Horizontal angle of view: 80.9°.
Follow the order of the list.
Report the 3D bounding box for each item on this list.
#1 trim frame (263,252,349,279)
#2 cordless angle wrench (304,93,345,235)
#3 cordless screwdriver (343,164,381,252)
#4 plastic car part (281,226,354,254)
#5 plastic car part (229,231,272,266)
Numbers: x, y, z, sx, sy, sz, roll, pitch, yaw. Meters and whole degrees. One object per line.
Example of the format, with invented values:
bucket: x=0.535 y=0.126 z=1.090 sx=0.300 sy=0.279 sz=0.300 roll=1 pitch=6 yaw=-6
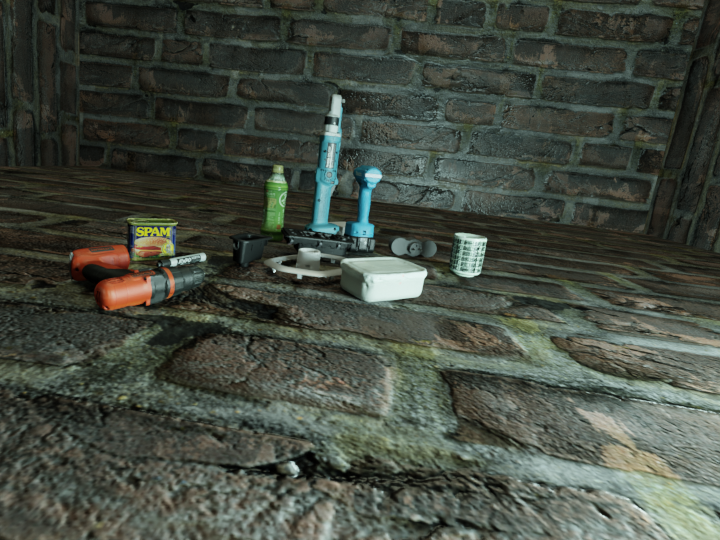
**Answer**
trim frame: x=-0.105 y=-0.012 z=0.967 sx=0.194 sy=0.027 sz=0.239 roll=16 pitch=17 yaw=33
cordless angle wrench: x=-0.094 y=-0.263 z=1.159 sx=0.095 sy=0.418 sz=0.078 roll=3 pitch=13 yaw=-23
cordless screwdriver: x=-0.001 y=-0.181 z=1.230 sx=0.072 sy=0.246 sz=0.165 roll=4 pitch=13 yaw=-18
plastic car part: x=-0.109 y=-0.072 z=1.119 sx=0.196 sy=0.066 sz=0.069 roll=1 pitch=14 yaw=-23
plastic car part: x=-0.253 y=-0.044 z=0.942 sx=0.068 sy=0.070 sz=0.115 roll=10 pitch=14 yaw=13
